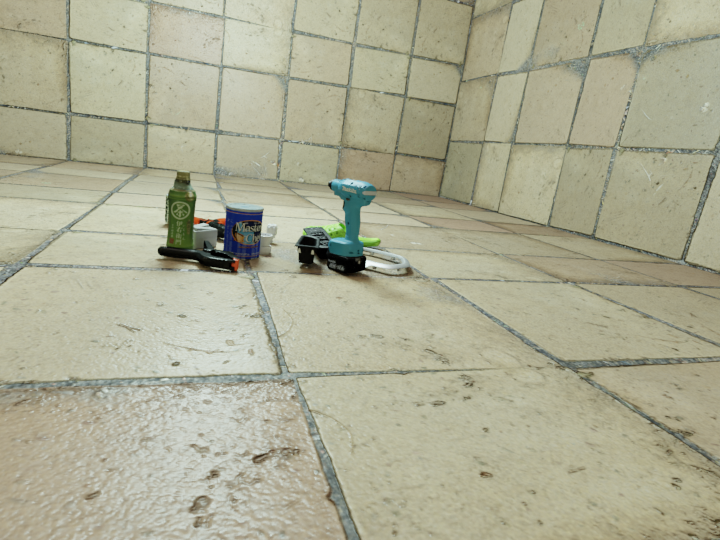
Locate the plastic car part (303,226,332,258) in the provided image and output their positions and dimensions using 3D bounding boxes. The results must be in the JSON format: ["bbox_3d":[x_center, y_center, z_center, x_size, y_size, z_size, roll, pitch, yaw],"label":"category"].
[{"bbox_3d":[-0.127,-0.083,1.296,0.064,0.066,0.211,2,16,-20],"label":"plastic car part"}]

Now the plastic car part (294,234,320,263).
[{"bbox_3d":[-0.146,-0.052,1.172,0.066,0.070,0.118,7,15,-2],"label":"plastic car part"}]

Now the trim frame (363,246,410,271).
[{"bbox_3d":[0.030,-0.037,1.274,0.261,0.027,0.177,16,18,29],"label":"trim frame"}]

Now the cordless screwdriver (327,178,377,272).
[{"bbox_3d":[-0.043,-0.125,1.151,0.071,0.246,0.168,-4,19,-43],"label":"cordless screwdriver"}]
